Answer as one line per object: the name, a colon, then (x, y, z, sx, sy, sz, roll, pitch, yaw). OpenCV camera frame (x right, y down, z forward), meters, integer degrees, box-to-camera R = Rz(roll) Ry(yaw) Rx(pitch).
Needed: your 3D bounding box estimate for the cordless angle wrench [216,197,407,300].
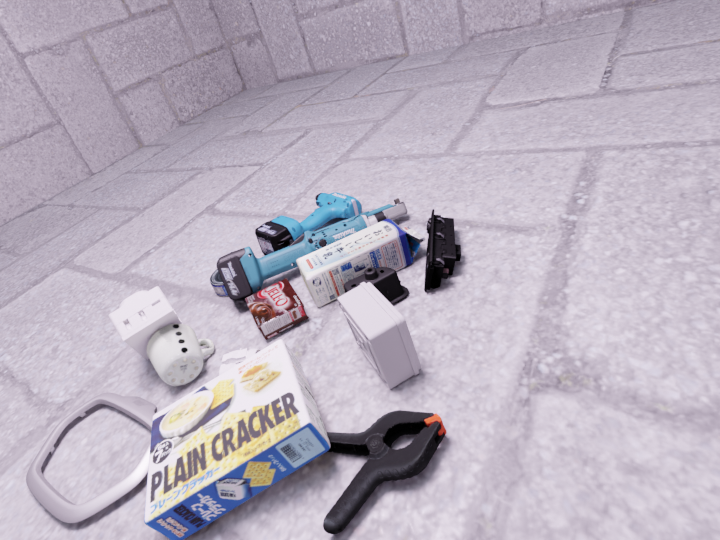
cordless angle wrench: (-0.087, -0.057, 0.887, 0.417, 0.098, 0.075, -23, 3, -12)

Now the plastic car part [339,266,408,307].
plastic car part: (0.018, 0.030, 0.723, 0.116, 0.068, 0.069, -29, 35, -8)

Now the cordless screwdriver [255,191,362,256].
cordless screwdriver: (-0.135, -0.120, 1.013, 0.244, 0.071, 0.168, -33, 35, -25)

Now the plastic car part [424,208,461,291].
plastic car part: (0.147, -0.048, 0.772, 0.068, 0.064, 0.207, -2, 36, 8)

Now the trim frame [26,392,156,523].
trim frame: (-0.399, 0.269, 0.644, 0.261, 0.026, 0.183, 4, 42, 34)
